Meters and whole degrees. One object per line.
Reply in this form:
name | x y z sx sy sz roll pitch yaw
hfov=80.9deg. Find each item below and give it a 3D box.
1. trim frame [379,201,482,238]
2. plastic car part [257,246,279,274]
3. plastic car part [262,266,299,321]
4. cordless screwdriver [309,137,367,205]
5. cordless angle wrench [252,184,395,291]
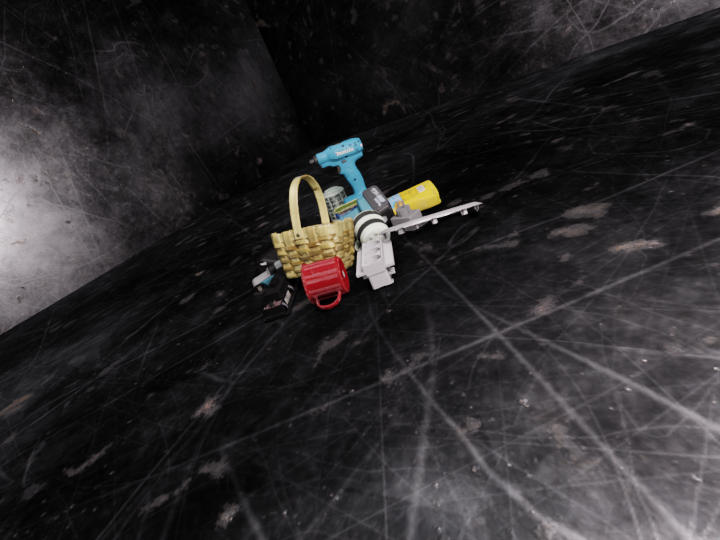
trim frame | 0.158 -0.113 0.954 0.244 0.027 0.188 -20 5 -17
plastic car part | -0.239 -0.028 1.230 0.074 0.064 0.115 3 29 24
plastic car part | -0.193 0.043 1.019 0.067 0.065 0.205 -27 18 15
cordless screwdriver | -0.043 -0.256 1.269 0.159 0.242 0.076 -19 18 1
cordless angle wrench | -0.111 -0.072 1.132 0.424 0.070 0.103 -32 55 3
